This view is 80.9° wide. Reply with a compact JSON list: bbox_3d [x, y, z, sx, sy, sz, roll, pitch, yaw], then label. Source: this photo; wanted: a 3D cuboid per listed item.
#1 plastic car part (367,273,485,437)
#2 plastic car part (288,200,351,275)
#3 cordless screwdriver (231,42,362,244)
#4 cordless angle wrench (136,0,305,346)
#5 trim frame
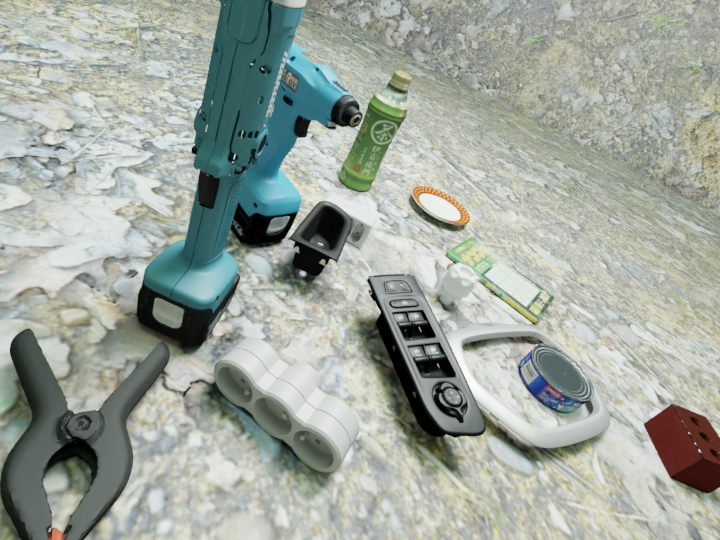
[{"bbox_3d":[0.060,0.095,0.474,0.063,0.066,0.213,4,40,-29],"label":"plastic car part"},{"bbox_3d":[-0.056,-0.037,0.574,0.066,0.070,0.117,26,35,-2],"label":"plastic car part"},{"bbox_3d":[-0.092,-0.136,0.528,0.071,0.247,0.167,-12,50,-43],"label":"cordless screwdriver"},{"bbox_3d":[-0.103,-0.108,0.335,0.074,0.420,0.099,26,35,-5],"label":"cordless angle wrench"},{"bbox_3d":[0.215,0.134,0.548,0.238,0.027,0.194,-1,42,-32],"label":"trim frame"}]
